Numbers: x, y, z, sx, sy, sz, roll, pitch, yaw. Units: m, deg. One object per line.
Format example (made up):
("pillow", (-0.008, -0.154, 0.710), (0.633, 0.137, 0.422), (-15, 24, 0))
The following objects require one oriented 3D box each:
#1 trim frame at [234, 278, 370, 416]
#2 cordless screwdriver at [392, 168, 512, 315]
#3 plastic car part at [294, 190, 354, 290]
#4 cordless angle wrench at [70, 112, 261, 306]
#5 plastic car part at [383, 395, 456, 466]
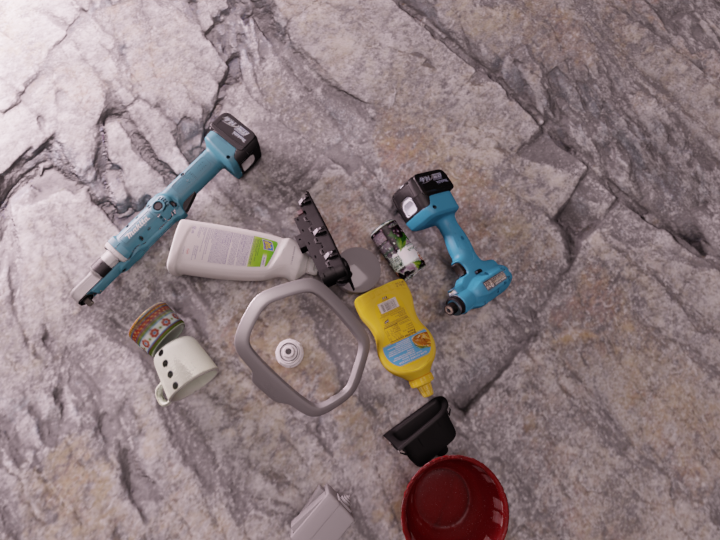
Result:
("trim frame", (-0.084, 0.123, 0.661), (0.183, 0.029, 0.238), (-47, 117, -13))
("cordless screwdriver", (0.145, -0.049, 0.734), (0.154, 0.075, 0.254), (-24, 76, -35))
("plastic car part", (-0.070, -0.046, 0.713), (0.066, 0.064, 0.213), (-24, 53, -12))
("cordless angle wrench", (-0.353, -0.107, 0.764), (0.100, 0.073, 0.421), (39, 78, 8))
("plastic car part", (0.108, 0.264, 0.672), (0.115, 0.067, 0.071), (-29, 94, -14))
